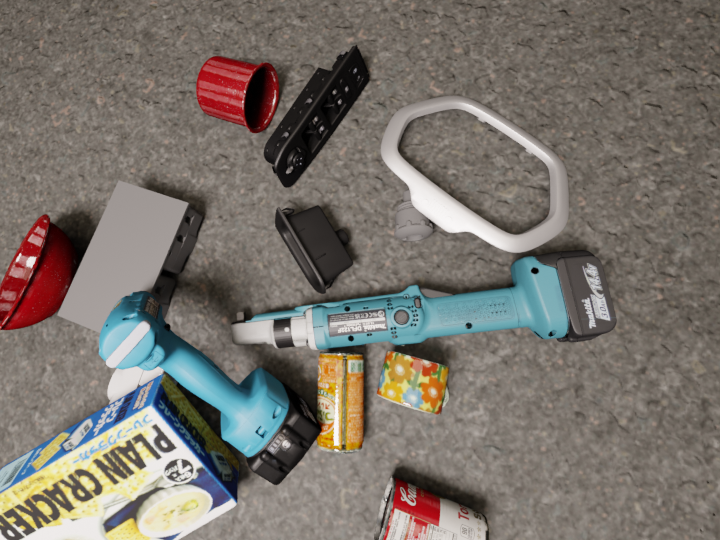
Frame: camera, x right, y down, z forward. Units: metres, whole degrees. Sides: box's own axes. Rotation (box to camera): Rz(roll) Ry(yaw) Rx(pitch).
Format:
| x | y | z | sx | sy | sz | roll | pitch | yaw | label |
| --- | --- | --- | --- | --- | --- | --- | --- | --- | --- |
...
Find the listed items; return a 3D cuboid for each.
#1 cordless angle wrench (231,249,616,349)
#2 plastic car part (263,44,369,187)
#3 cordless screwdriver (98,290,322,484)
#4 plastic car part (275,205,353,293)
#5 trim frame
| x | y | z | sx | sy | sz | roll | pitch | yaw | label |
| --- | --- | --- | --- | --- | --- | --- | --- | --- | --- |
| 0.050 | 0.054 | 0.499 | 0.428 | 0.072 | 0.099 | -8 | 78 | 8 | cordless angle wrench |
| -0.068 | -0.210 | 0.573 | 0.070 | 0.064 | 0.203 | 27 | 83 | 19 | plastic car part |
| -0.165 | 0.112 | 0.465 | 0.240 | 0.165 | 0.074 | 44 | 81 | -20 | cordless screwdriver |
| -0.053 | -0.034 | 0.539 | 0.070 | 0.065 | 0.119 | -32 | 80 | -16 | plastic car part |
| 0.142 | -0.128 | 0.527 | 0.254 | 0.027 | 0.183 | 39 | 70 | 11 | trim frame |
